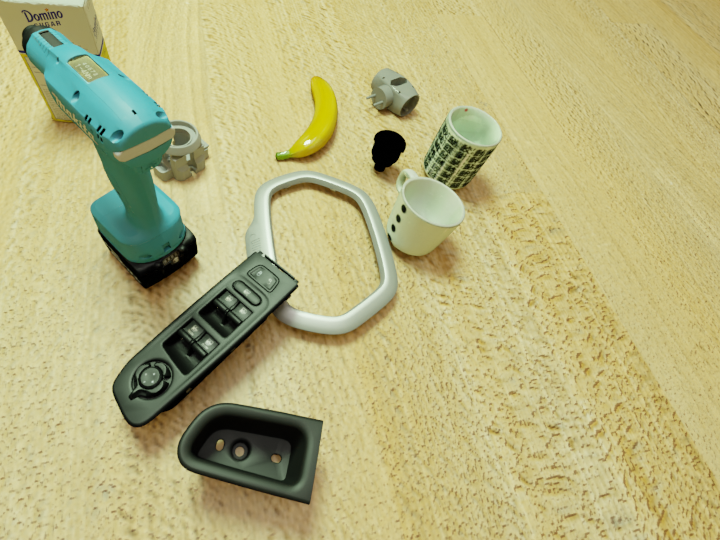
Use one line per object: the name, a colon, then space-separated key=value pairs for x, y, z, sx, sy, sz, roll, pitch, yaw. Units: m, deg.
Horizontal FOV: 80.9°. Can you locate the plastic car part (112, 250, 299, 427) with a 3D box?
plastic car part: x=-0.156 y=0.068 z=0.432 sx=0.068 sy=0.066 sz=0.200 roll=39 pitch=59 yaw=11

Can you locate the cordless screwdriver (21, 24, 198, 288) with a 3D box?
cordless screwdriver: x=-0.238 y=-0.096 z=0.412 sx=0.163 sy=0.246 sz=0.073 roll=43 pitch=59 yaw=12

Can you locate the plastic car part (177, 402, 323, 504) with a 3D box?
plastic car part: x=-0.100 y=0.162 z=0.382 sx=0.116 sy=0.070 sz=0.067 roll=14 pitch=57 yaw=-4

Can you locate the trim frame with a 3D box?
trim frame: x=-0.053 y=-0.035 z=0.540 sx=0.180 sy=0.027 sz=0.257 roll=-6 pitch=60 yaw=-15
